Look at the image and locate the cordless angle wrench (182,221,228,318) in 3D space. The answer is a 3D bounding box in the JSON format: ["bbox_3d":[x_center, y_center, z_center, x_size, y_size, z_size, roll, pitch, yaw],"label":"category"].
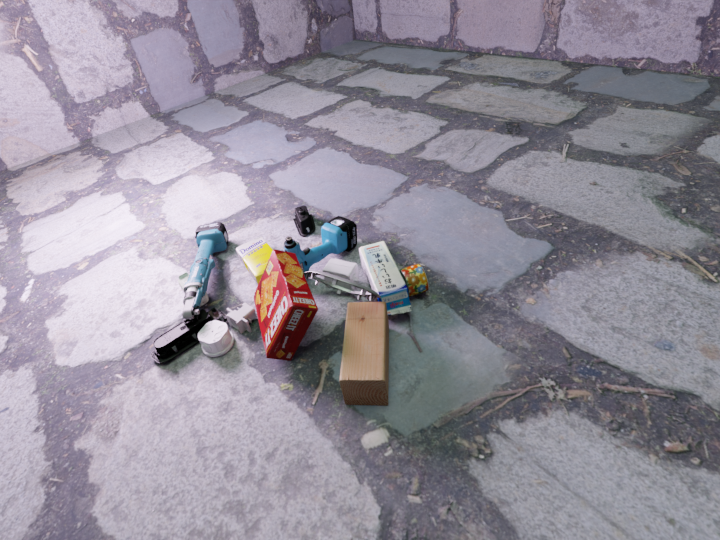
[{"bbox_3d":[-0.454,-0.005,1.211,0.098,0.072,0.439,-11,34,-2],"label":"cordless angle wrench"}]

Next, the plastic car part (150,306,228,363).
[{"bbox_3d":[-0.434,0.156,1.064,0.200,0.064,0.070,-38,54,-25],"label":"plastic car part"}]

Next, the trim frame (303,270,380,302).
[{"bbox_3d":[-0.046,0.039,1.003,0.180,0.253,0.028,21,80,-14],"label":"trim frame"}]

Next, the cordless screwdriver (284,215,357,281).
[{"bbox_3d":[-0.116,-0.076,1.183,0.078,0.153,0.244,24,49,34],"label":"cordless screwdriver"}]

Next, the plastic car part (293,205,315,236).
[{"bbox_3d":[-0.186,-0.171,1.379,0.065,0.068,0.122,-16,37,-6],"label":"plastic car part"}]
